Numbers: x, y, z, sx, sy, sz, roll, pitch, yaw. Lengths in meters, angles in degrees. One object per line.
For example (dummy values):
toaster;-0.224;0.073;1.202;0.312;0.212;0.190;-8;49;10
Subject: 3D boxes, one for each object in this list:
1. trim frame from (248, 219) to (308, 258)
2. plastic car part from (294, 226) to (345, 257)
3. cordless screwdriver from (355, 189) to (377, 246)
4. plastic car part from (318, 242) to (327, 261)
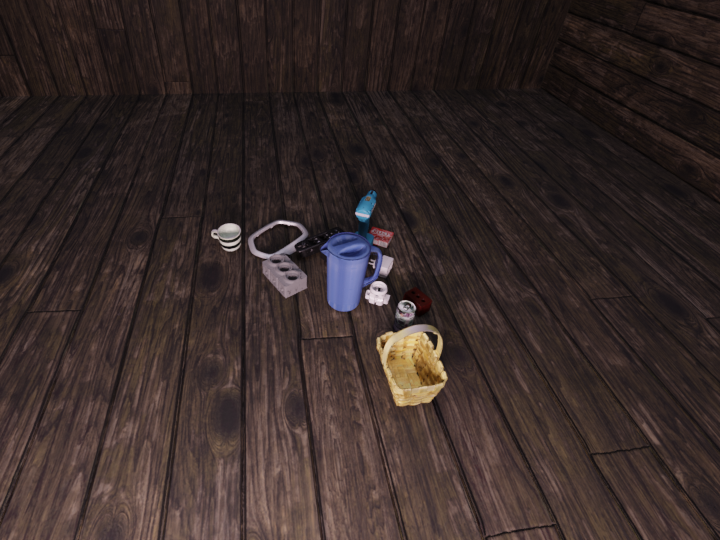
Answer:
trim frame;-0.315;-0.121;1.620;0.193;0.027;0.243;29;48;27
plastic car part;-0.154;-0.101;1.575;0.198;0.065;0.070;-20;47;-24
cordless screwdriver;0.017;-0.160;1.517;0.076;0.242;0.160;15;41;9
plastic car part;-0.095;-0.045;1.511;0.122;0.069;0.065;28;46;26
